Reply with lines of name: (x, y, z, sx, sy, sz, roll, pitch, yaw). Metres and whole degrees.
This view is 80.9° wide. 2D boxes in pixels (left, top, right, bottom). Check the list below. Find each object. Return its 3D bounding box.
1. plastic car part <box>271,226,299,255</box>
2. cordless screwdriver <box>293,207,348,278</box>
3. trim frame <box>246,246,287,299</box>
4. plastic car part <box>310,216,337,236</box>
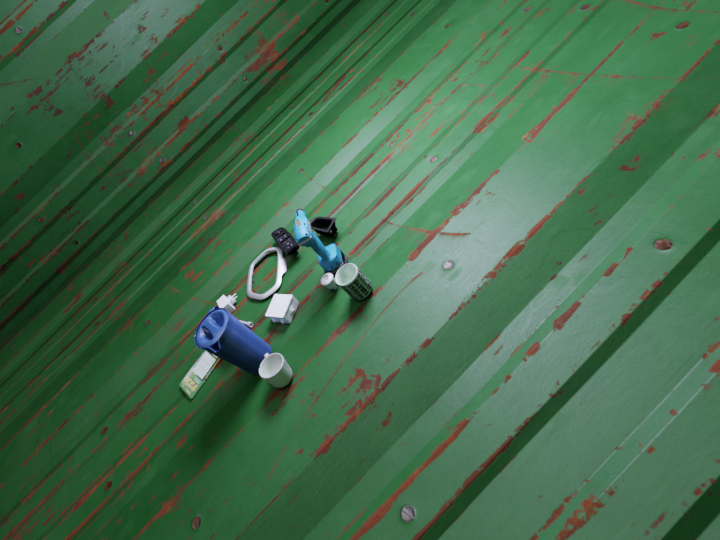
plastic car part: (-0.290, -0.112, 1.658, 0.066, 0.063, 0.215, -44, 41, -2)
cordless screwdriver: (-0.136, -0.089, 1.390, 0.075, 0.235, 0.166, -30, 42, 14)
trim frame: (-0.366, 0.010, 1.645, 0.188, 0.026, 0.257, -24, 45, 20)
plastic car part: (-0.132, -0.156, 1.570, 0.123, 0.067, 0.066, 12, 64, 43)
